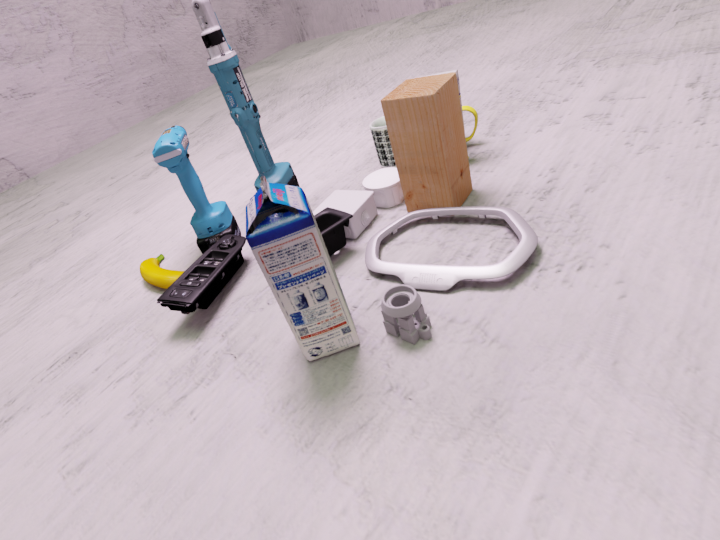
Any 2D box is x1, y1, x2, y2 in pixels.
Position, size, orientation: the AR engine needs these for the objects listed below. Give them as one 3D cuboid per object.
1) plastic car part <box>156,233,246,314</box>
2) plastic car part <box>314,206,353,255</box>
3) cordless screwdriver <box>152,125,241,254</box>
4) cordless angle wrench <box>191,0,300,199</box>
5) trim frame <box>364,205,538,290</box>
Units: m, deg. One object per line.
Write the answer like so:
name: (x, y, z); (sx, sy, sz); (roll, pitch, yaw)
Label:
plastic car part: (-0.251, 0.007, 0.721); (0.068, 0.064, 0.205); (-4, 38, 22)
plastic car part: (-0.068, -0.044, 0.691); (0.115, 0.068, 0.070); (-40, 38, -26)
cordless screwdriver: (-0.315, -0.158, 0.823); (0.074, 0.238, 0.166); (-20, 33, -2)
cordless angle wrench: (-0.233, -0.319, 0.852); (0.077, 0.405, 0.099); (-4, 36, 23)
trim frame: (0.123, -0.040, 0.623); (0.260, 0.026, 0.184); (3, 42, 31)
